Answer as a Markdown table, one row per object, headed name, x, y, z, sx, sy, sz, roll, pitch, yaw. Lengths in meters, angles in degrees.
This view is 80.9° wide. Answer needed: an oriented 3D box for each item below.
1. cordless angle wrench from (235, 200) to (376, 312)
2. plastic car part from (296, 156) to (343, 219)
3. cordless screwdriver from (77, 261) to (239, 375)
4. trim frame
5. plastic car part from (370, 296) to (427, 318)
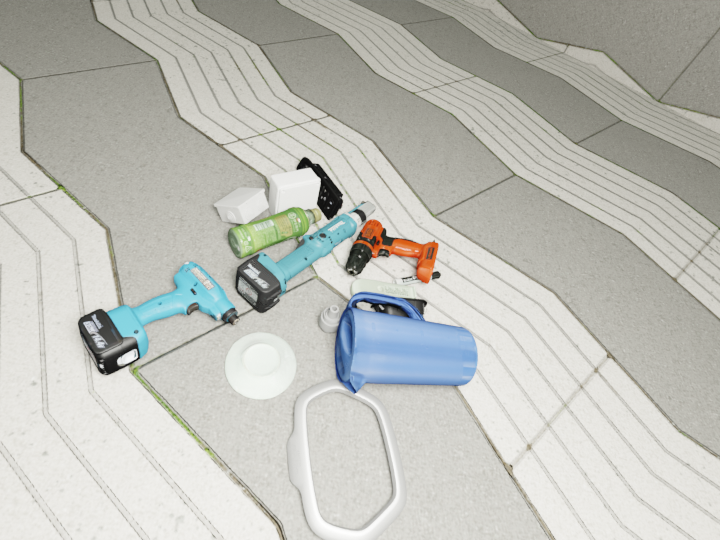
| name | x | y | z | sx | sy | sz | roll | pitch | yaw |
| --- | --- | --- | --- | --- | --- | --- | --- | --- | --- |
| cordless angle wrench | -0.093 | -0.061 | 0.951 | 0.101 | 0.073 | 0.415 | 37 | 50 | 17 |
| plastic car part | -0.099 | -0.222 | 1.092 | 0.064 | 0.066 | 0.213 | -14 | 53 | -37 |
| cordless screwdriver | -0.351 | 0.091 | 0.757 | 0.165 | 0.073 | 0.243 | 39 | 48 | 19 |
| trim frame | -0.025 | 0.296 | 0.683 | 0.180 | 0.027 | 0.258 | -2 | 52 | -15 |
| plastic car part | 0.087 | 0.096 | 0.865 | 0.114 | 0.066 | 0.073 | 7 | 64 | -13 |
